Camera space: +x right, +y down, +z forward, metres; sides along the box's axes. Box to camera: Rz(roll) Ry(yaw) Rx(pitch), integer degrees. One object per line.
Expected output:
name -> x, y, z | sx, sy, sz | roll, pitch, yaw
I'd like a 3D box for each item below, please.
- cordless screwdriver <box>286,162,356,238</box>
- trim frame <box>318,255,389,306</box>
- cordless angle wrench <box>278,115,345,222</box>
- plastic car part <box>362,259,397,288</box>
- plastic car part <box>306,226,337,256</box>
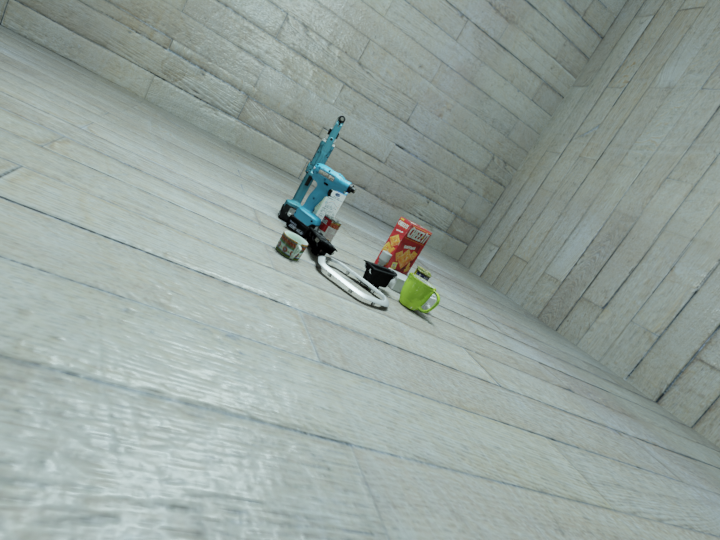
cordless screwdriver -> -0.134, -0.220, 1.427 | 0.163, 0.248, 0.072 | 33, 12, 13
trim frame -> -0.023, 0.030, 1.194 | 0.259, 0.027, 0.177 | 34, 13, 22
cordless angle wrench -> -0.167, -0.363, 1.519 | 0.072, 0.422, 0.101 | 27, 12, -16
plastic car part -> 0.055, 0.022, 1.303 | 0.111, 0.071, 0.069 | 22, 14, -33
plastic car part -> -0.129, -0.085, 1.321 | 0.064, 0.067, 0.210 | 25, 13, -22
